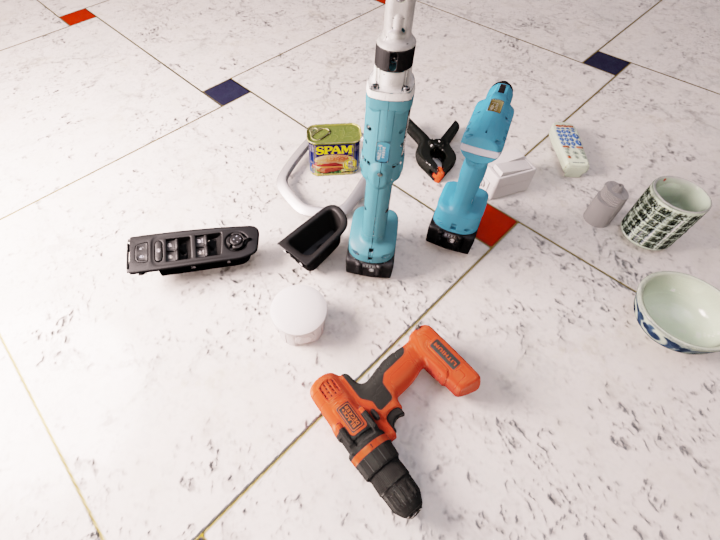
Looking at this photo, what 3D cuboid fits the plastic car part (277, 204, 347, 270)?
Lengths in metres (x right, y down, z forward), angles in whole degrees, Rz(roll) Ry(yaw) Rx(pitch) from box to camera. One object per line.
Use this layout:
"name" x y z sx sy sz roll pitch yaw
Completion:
"plastic car part" -0.066 -0.043 0.680 0.069 0.069 0.115 36 62 23

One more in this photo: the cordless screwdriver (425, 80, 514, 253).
"cordless screwdriver" 0.172 -0.151 0.645 0.076 0.241 0.160 20 56 11

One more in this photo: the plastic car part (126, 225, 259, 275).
"plastic car part" -0.259 -0.026 0.675 0.201 0.065 0.069 -10 55 -6

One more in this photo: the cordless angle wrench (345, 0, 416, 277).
"cordless angle wrench" 0.027 -0.140 0.536 0.075 0.410 0.100 9 54 3

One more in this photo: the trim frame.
"trim frame" -0.053 -0.192 0.816 0.190 0.027 0.249 19 56 15
